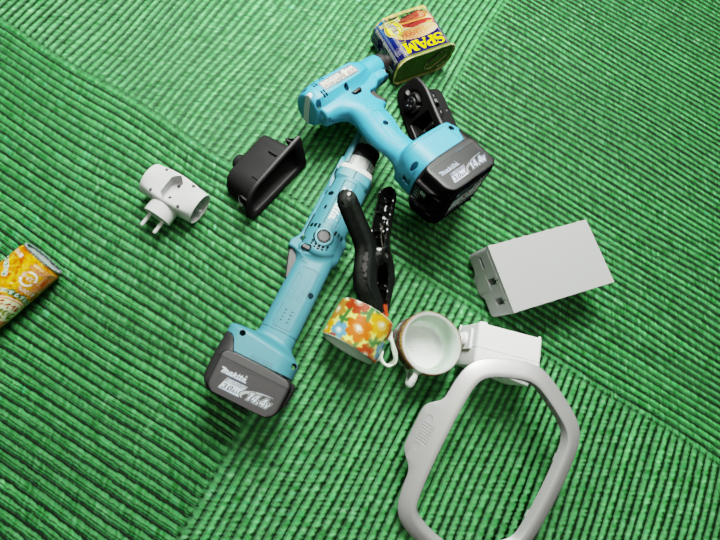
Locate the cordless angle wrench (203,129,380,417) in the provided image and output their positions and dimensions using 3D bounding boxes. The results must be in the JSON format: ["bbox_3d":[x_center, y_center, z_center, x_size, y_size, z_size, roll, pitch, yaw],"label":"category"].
[{"bbox_3d":[-0.053,-0.035,0.540,0.098,0.074,0.425,25,71,-1],"label":"cordless angle wrench"}]

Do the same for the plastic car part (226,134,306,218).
[{"bbox_3d":[-0.135,-0.135,0.565,0.073,0.064,0.116,38,76,17],"label":"plastic car part"}]

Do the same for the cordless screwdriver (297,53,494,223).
[{"bbox_3d":[0.055,-0.188,0.548,0.157,0.073,0.257,-40,72,-23],"label":"cordless screwdriver"}]

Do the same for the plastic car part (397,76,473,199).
[{"bbox_3d":[0.115,-0.188,0.606,0.065,0.067,0.207,-18,78,-24],"label":"plastic car part"}]

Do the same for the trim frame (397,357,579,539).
[{"bbox_3d":[0.145,0.219,0.485,0.183,0.028,0.248,25,92,-4],"label":"trim frame"}]
